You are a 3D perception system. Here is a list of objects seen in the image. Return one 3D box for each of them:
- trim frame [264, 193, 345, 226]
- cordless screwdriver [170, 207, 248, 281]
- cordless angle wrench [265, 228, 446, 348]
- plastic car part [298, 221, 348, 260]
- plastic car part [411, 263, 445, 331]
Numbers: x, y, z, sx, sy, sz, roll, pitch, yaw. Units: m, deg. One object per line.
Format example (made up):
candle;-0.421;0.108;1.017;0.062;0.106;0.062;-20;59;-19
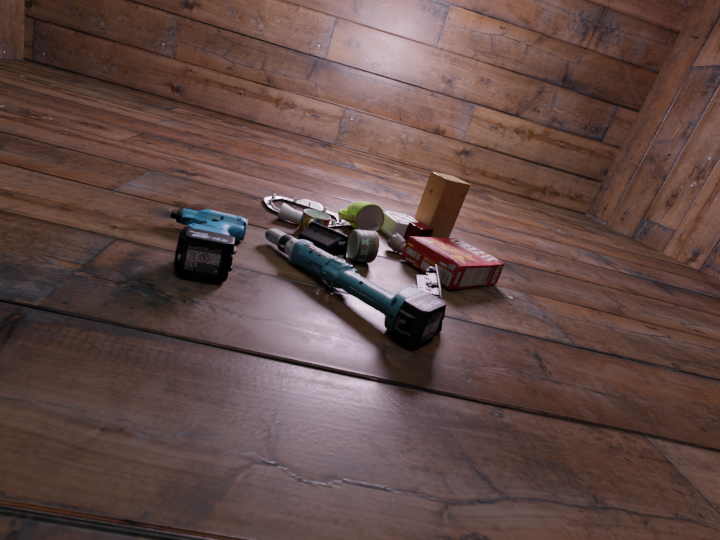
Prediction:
trim frame;-0.163;-0.177;1.233;0.252;0.027;0.184;17;21;5
cordless screwdriver;-0.303;-0.067;0.804;0.156;0.073;0.256;11;18;-13
cordless angle wrench;-0.045;0.004;0.822;0.446;0.073;0.094;29;24;34
plastic car part;-0.095;-0.062;0.967;0.122;0.064;0.069;25;36;28
plastic car part;0.136;0.049;0.847;0.067;0.065;0.205;7;22;0
